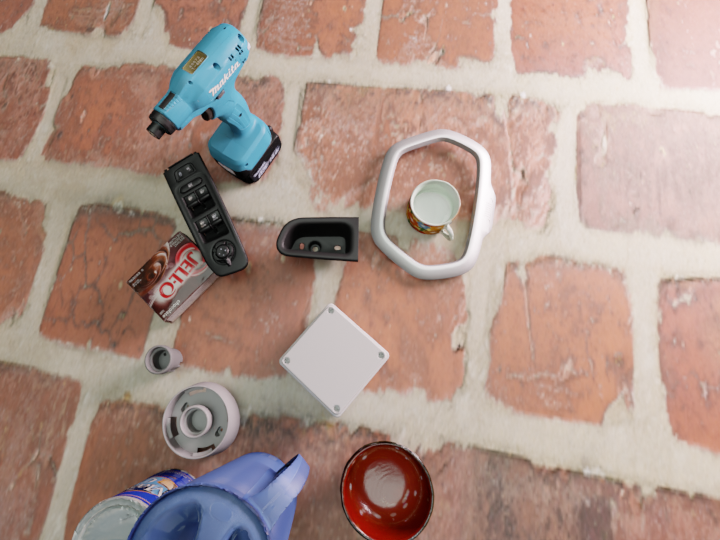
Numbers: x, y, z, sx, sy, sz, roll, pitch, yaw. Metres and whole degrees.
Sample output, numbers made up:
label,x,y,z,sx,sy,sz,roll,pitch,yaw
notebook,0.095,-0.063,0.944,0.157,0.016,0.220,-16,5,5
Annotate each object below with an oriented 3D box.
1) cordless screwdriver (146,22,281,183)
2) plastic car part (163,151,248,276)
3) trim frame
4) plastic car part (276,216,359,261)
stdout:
label,x,y,z,sx,sy,sz,roll,pitch,yaw
cordless screwdriver,-0.196,-0.198,0.593,0.076,0.244,0.159,33,79,7
plastic car part,-0.233,-0.079,0.655,0.066,0.065,0.209,-28,74,-5
trim frame,0.114,-0.106,0.653,0.187,0.027,0.251,10,75,7
plastic car part,-0.061,-0.040,0.627,0.117,0.069,0.067,1,76,4
